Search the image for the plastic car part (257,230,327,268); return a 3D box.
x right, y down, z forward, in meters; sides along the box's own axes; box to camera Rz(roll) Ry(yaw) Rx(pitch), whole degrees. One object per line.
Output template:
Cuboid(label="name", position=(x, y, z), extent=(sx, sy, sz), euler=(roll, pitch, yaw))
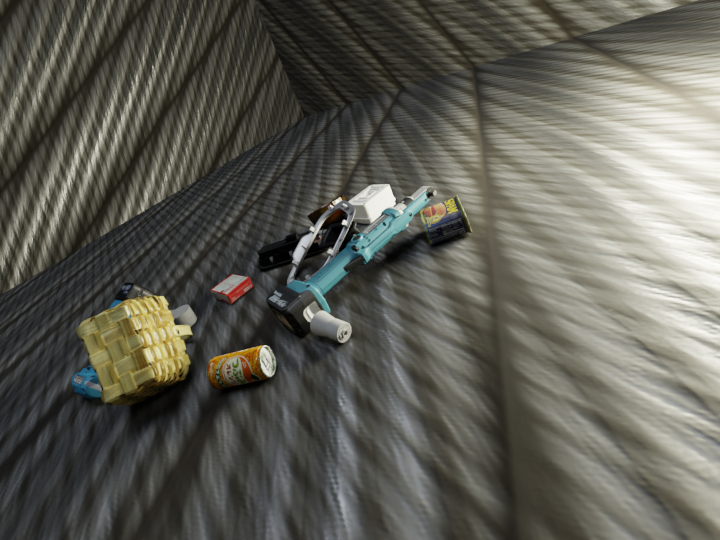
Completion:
Cuboid(label="plastic car part", position=(-0.181, -0.055, 1.079), extent=(0.206, 0.064, 0.068), euler=(-20, 33, 15))

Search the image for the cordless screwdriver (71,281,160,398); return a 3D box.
Cuboid(label="cordless screwdriver", position=(-0.550, 0.151, 0.934), extent=(0.166, 0.070, 0.251), euler=(-9, 54, 43))

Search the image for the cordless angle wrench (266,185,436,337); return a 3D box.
Cuboid(label="cordless angle wrench", position=(0.003, -0.043, 0.843), extent=(0.419, 0.071, 0.103), euler=(-42, 31, -19))

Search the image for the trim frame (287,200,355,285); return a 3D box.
Cuboid(label="trim frame", position=(-0.094, -0.061, 0.957), extent=(0.191, 0.026, 0.250), euler=(-8, 53, 54))

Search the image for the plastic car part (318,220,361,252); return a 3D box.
Cuboid(label="plastic car part", position=(-0.030, -0.068, 0.961), extent=(0.122, 0.067, 0.066), euler=(-2, 59, 54))
